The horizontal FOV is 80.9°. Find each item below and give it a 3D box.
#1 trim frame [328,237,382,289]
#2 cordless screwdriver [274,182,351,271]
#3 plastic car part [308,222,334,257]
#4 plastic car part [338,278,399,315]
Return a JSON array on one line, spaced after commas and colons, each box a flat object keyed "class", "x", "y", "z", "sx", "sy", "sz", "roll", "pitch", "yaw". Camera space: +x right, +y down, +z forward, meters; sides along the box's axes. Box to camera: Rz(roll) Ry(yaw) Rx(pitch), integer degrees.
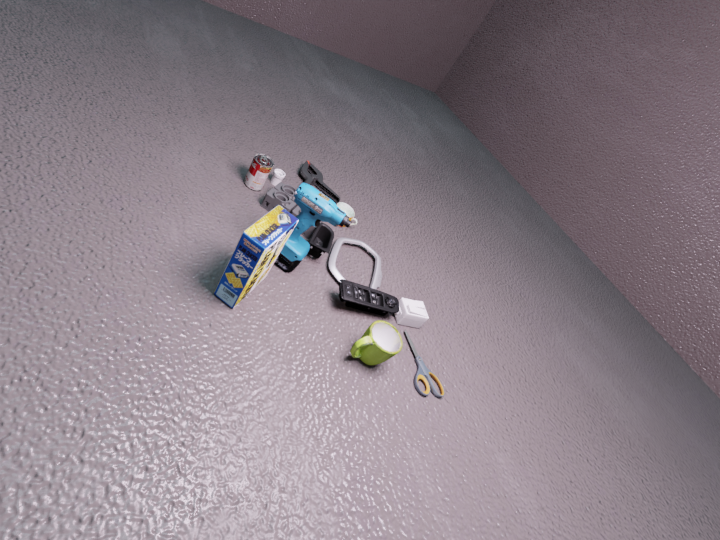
[{"class": "trim frame", "x": -0.010, "y": -0.014, "z": 1.303, "sx": 0.182, "sy": 0.027, "sz": 0.252, "roll": 27, "pitch": 36, "yaw": -9}, {"class": "cordless screwdriver", "x": -0.140, "y": -0.095, "z": 1.112, "sx": 0.160, "sy": 0.249, "sz": 0.074, "roll": 37, "pitch": 36, "yaw": 1}, {"class": "plastic car part", "x": -0.123, "y": -0.080, "z": 1.259, "sx": 0.065, "sy": 0.071, "sz": 0.118, "roll": 29, "pitch": 36, "yaw": -9}, {"class": "plastic car part", "x": 0.020, "y": 0.087, "z": 1.175, "sx": 0.195, "sy": 0.067, "sz": 0.069, "roll": 14, "pitch": 41, "yaw": -24}]
